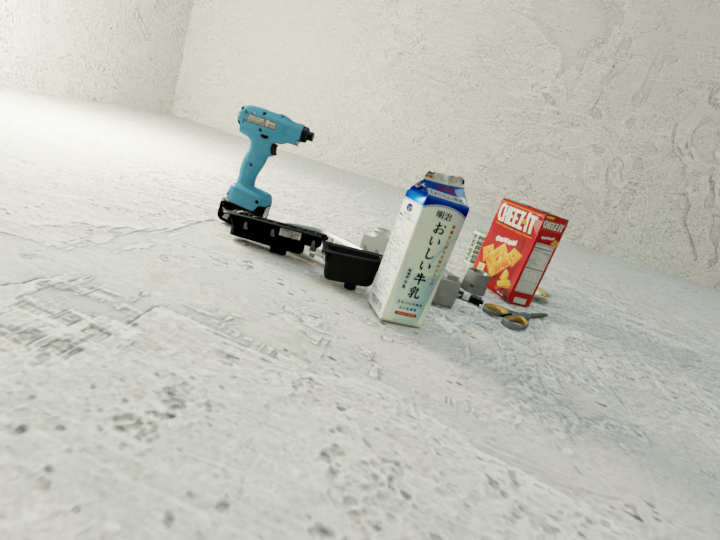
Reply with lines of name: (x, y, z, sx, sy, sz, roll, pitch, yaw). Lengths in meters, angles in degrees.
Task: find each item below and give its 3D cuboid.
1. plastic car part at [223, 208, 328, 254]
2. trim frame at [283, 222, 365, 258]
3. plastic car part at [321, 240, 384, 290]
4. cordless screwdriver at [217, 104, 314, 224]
plastic car part: (-0.166, -0.070, 0.806, 0.206, 0.066, 0.066, 20, 16, 8)
trim frame: (-0.089, -0.058, 0.910, 0.263, 0.027, 0.175, 30, 21, 36)
plastic car part: (-0.018, -0.003, 0.728, 0.115, 0.070, 0.067, 15, 16, -7)
cordless screwdriver: (-0.200, -0.204, 0.884, 0.161, 0.247, 0.074, 20, 15, 6)
